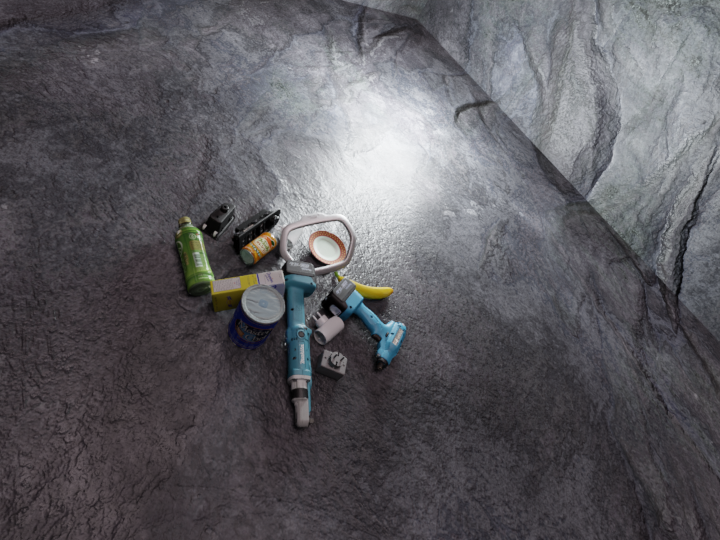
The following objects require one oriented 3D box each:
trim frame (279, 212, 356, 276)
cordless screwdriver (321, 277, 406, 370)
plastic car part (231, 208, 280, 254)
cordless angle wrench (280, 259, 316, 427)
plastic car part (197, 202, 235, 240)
[{"bbox_3d":[-0.123,-0.080,1.257,0.242,0.028,0.184,-15,91,-20],"label":"trim frame"},{"bbox_3d":[0.004,0.147,1.165,0.249,0.075,0.158,39,45,0],"label":"cordless screwdriver"},{"bbox_3d":[-0.310,-0.126,1.240,0.070,0.064,0.200,22,41,24],"label":"plastic car part"},{"bbox_3d":[-0.156,0.170,1.061,0.094,0.074,0.438,10,51,-23],"label":"cordless angle wrench"},{"bbox_3d":[-0.397,-0.154,1.203,0.066,0.071,0.117,33,47,-5],"label":"plastic car part"}]
